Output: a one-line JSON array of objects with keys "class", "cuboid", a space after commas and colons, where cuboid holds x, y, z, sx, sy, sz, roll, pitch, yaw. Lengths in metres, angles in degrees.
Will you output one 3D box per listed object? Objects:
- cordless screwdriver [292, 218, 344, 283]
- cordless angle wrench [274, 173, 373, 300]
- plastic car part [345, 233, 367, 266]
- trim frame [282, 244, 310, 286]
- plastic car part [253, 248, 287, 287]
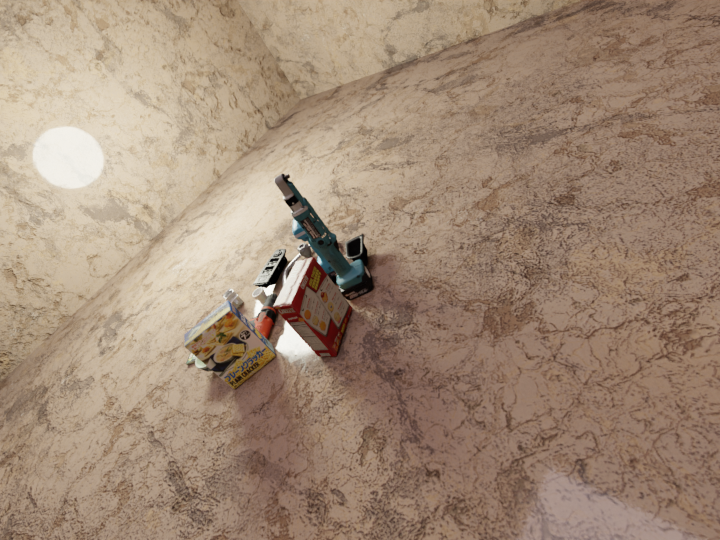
[{"class": "cordless screwdriver", "cuboid": [-0.129, -0.084, 1.317, 0.075, 0.237, 0.165, -29, 31, 13]}, {"class": "cordless angle wrench", "cuboid": [-0.105, -0.090, 1.147, 0.099, 0.404, 0.076, -26, 31, 16]}, {"class": "plastic car part", "cuboid": [-0.004, -0.049, 1.312, 0.067, 0.068, 0.120, -27, 33, 16]}, {"class": "trim frame", "cuboid": [-0.181, -0.027, 1.491, 0.247, 0.026, 0.194, -45, 33, -13]}, {"class": "plastic car part", "cuboid": [-0.316, -0.005, 1.555, 0.068, 0.064, 0.206, -16, 38, 30]}]
